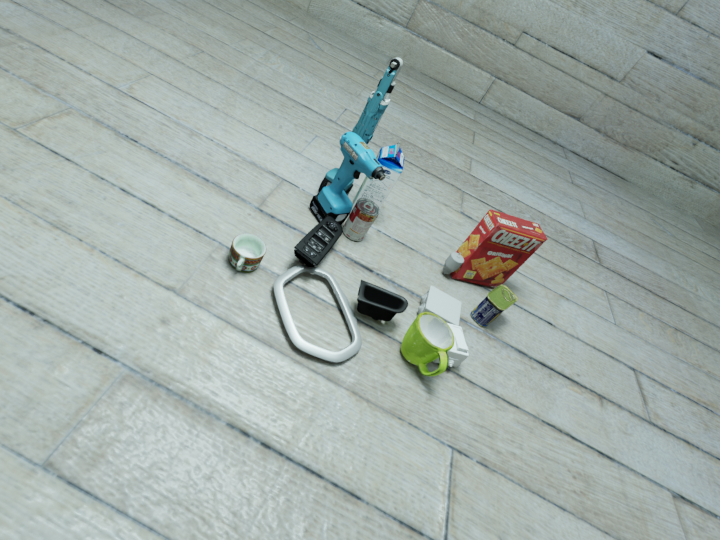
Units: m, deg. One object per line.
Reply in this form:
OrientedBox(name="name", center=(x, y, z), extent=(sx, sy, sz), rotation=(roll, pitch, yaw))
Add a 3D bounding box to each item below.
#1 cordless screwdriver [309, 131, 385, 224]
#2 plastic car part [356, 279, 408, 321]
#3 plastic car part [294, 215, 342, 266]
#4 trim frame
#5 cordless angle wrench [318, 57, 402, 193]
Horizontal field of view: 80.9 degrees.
OrientedBox(name="cordless screwdriver", center=(-0.033, -0.210, 1.085), extent=(0.071, 0.248, 0.166), rotation=(-11, 55, -40))
OrientedBox(name="plastic car part", center=(0.039, 0.081, 0.952), extent=(0.115, 0.070, 0.067), rotation=(23, 40, -7))
OrientedBox(name="plastic car part", center=(-0.101, -0.066, 1.035), extent=(0.067, 0.067, 0.202), rotation=(31, 40, 2))
OrientedBox(name="trim frame", center=(-0.090, 0.086, 0.910), extent=(0.176, 0.027, 0.260), rotation=(-3, 49, -31))
OrientedBox(name="cordless angle wrench", center=(0.004, -0.367, 1.136), extent=(0.075, 0.421, 0.097), rotation=(36, 40, 5))
